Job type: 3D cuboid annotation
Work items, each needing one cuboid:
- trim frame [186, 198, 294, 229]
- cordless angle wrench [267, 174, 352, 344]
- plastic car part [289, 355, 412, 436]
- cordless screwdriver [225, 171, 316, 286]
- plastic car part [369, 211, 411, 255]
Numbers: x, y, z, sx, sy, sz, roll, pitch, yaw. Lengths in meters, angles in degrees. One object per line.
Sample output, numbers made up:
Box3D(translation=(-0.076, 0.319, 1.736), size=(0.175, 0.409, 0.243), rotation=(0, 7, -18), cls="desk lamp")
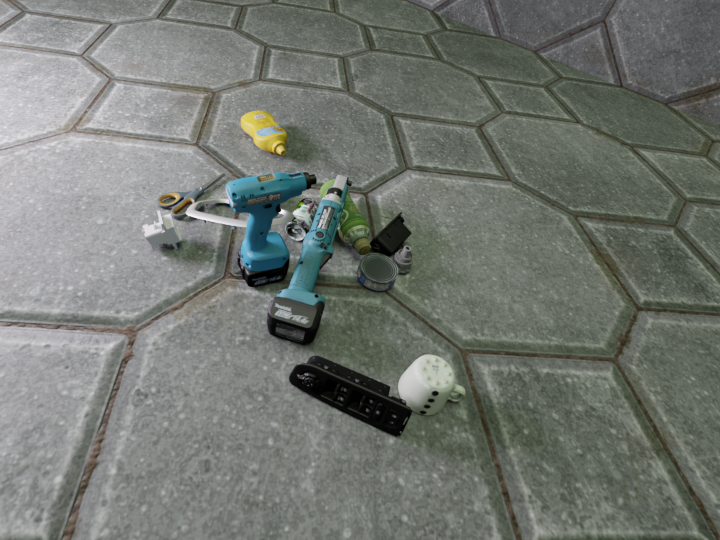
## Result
Box3D(translation=(-0.268, -0.126, 0.938), size=(0.257, 0.027, 0.181), rotation=(10, 23, 19), cls="trim frame")
Box3D(translation=(-0.086, -0.056, 0.881), size=(0.098, 0.073, 0.430), rotation=(14, 53, 0), cls="cordless angle wrench")
Box3D(translation=(-0.018, 0.194, 0.702), size=(0.206, 0.065, 0.067), rotation=(19, 35, 6), cls="plastic car part")
Box3D(translation=(-0.166, -0.082, 0.809), size=(0.155, 0.243, 0.078), rotation=(-15, 53, -21), cls="cordless screwdriver")
Box3D(translation=(0.076, -0.072, 0.989), size=(0.072, 0.066, 0.115), rotation=(39, 52, 4), cls="plastic car part")
